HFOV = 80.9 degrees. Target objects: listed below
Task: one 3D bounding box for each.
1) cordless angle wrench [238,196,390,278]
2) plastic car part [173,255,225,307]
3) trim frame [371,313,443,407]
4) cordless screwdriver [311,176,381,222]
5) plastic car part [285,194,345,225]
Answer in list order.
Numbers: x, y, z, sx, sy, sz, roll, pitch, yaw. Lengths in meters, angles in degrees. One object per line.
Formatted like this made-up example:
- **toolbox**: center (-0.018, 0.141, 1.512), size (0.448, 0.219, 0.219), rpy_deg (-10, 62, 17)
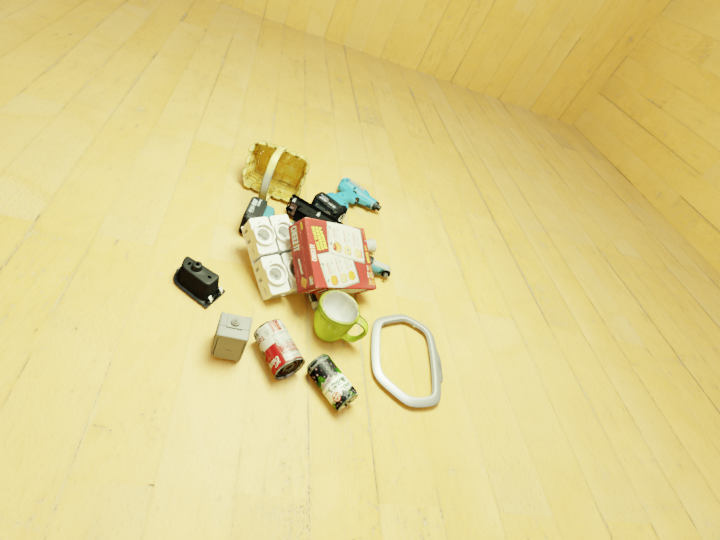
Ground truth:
- **cordless angle wrench**: center (-0.111, -0.073, 1.134), size (0.417, 0.074, 0.100), rpy_deg (22, 41, -7)
- **plastic car part**: center (-0.354, 0.014, 0.919), size (0.118, 0.071, 0.065), rpy_deg (35, 39, 6)
- **trim frame**: center (0.109, 0.201, 0.979), size (0.181, 0.027, 0.255), rpy_deg (15, 39, -10)
- **cordless screwdriver**: center (-0.042, -0.202, 1.303), size (0.163, 0.074, 0.245), rpy_deg (34, 37, 10)
- **plastic car part**: center (-0.122, -0.135, 1.187), size (0.204, 0.066, 0.067), rpy_deg (29, 29, 2)
